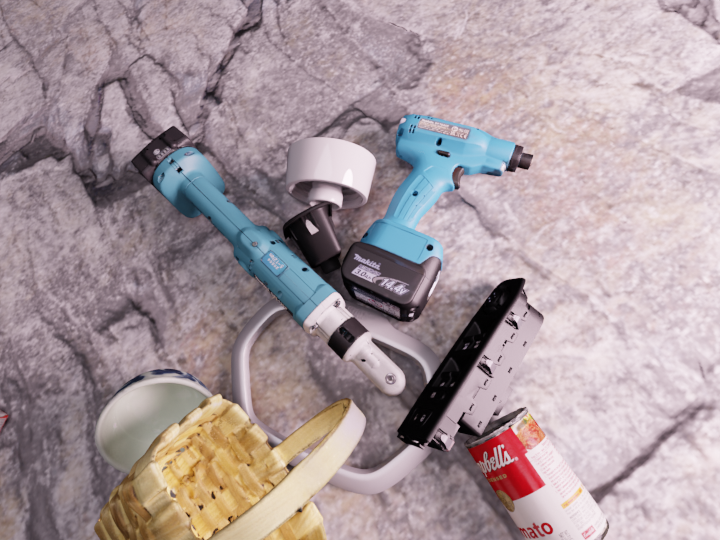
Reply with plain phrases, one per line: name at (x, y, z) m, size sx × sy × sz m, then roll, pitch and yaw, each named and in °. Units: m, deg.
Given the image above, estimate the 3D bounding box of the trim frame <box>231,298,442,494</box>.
trim frame at (-0.032, 0.122, 0.462) m, size 0.257 × 0.026 × 0.185 m, roll 16°, pitch 75°, yaw 19°

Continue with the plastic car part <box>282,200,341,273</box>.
plastic car part at (-0.047, -0.031, 0.483) m, size 0.066 × 0.117 × 0.071 m, roll -27°, pitch 92°, yaw -6°

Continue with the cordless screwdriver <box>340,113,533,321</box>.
cordless screwdriver at (0.086, -0.064, 0.482) m, size 0.164 × 0.071 × 0.250 m, roll 18°, pitch 71°, yaw 17°

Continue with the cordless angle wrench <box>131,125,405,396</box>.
cordless angle wrench at (-0.113, -0.020, 0.486) m, size 0.074 × 0.094 × 0.442 m, roll -44°, pitch 66°, yaw -10°

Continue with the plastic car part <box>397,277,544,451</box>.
plastic car part at (0.119, 0.091, 0.408) m, size 0.068 × 0.065 × 0.202 m, roll 33°, pitch 69°, yaw 5°
